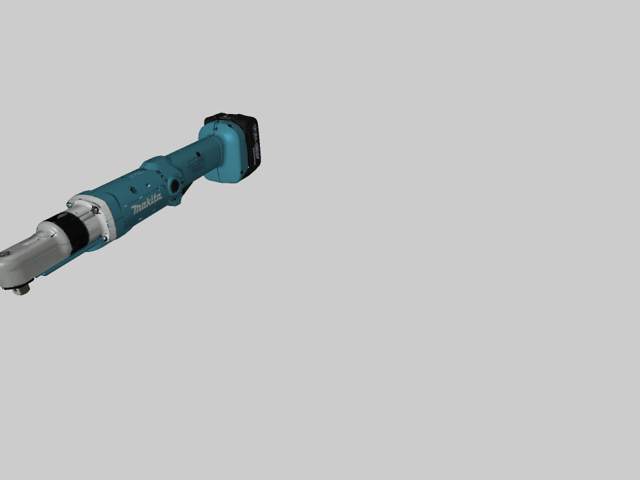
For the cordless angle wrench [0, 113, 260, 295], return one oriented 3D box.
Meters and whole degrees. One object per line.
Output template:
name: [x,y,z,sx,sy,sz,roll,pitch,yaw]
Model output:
cordless angle wrench: [-0.201,-0.068,0.527,0.074,0.098,0.421,9,30,17]
